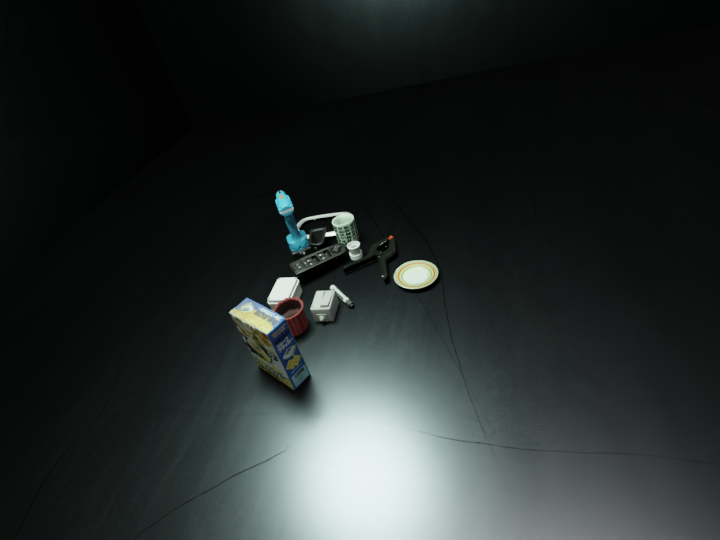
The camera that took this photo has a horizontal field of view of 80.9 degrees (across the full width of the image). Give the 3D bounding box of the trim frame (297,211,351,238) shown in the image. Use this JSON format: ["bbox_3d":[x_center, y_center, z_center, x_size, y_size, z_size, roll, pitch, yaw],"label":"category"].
[{"bbox_3d":[-0.145,-0.180,1.672,0.253,0.026,0.188,-9,37,13],"label":"trim frame"}]

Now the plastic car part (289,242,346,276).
[{"bbox_3d":[-0.135,-0.029,1.441,0.200,0.064,0.070,-29,37,-14],"label":"plastic car part"}]

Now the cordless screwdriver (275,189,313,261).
[{"bbox_3d":[-0.246,-0.163,1.516,0.074,0.238,0.167,-21,35,-6],"label":"cordless screwdriver"}]

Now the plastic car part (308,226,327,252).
[{"bbox_3d":[-0.150,-0.098,1.534,0.067,0.068,0.120,-11,36,9],"label":"plastic car part"}]
